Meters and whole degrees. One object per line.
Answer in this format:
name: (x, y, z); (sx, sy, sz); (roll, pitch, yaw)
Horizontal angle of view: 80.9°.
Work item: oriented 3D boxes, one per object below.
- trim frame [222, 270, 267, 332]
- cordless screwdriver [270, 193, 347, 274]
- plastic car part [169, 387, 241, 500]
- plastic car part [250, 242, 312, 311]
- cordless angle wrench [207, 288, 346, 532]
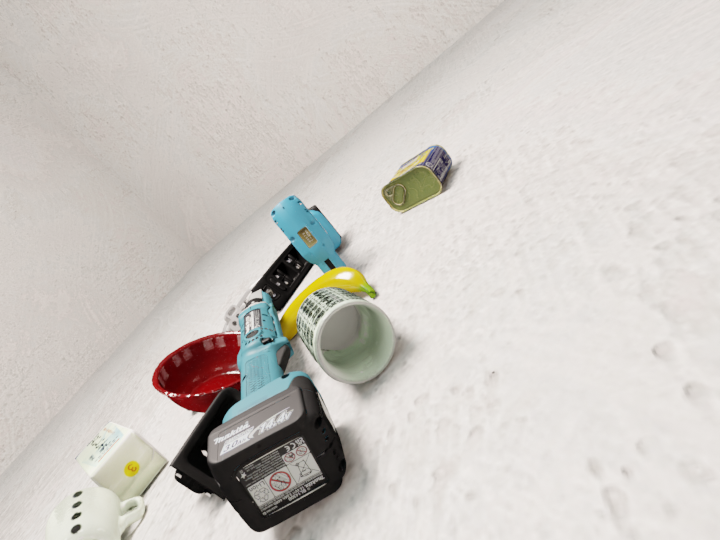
trim frame: (-0.224, 0.055, 0.940); (0.187, 0.027, 0.250); (-34, 19, 28)
cordless screwdriver: (-0.072, -0.047, 0.733); (0.074, 0.159, 0.248); (-39, 2, 2)
plastic car part: (-0.170, 0.202, 0.485); (0.071, 0.065, 0.117); (-50, 9, 27)
plastic car part: (-0.142, 0.002, 0.851); (0.203, 0.067, 0.066); (-59, -3, -36)
cordless angle wrench: (-0.117, 0.099, 0.513); (0.097, 0.072, 0.437); (-28, 20, -7)
